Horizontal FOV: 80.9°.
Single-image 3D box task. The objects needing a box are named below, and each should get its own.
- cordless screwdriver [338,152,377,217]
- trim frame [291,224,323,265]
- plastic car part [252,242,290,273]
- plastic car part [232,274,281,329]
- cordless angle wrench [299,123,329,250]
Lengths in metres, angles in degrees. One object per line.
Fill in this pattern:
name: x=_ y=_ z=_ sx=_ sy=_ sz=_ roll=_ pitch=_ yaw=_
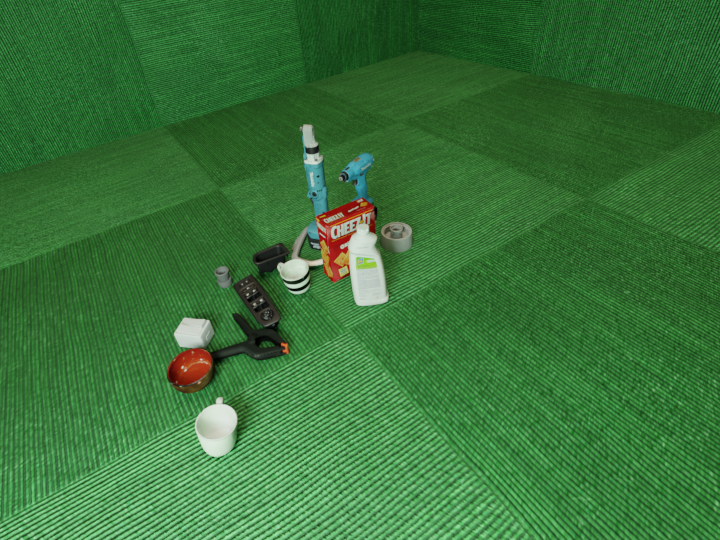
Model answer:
cordless screwdriver: x=-0.012 y=-0.257 z=1.429 sx=0.078 sy=0.240 sz=0.157 roll=22 pitch=46 yaw=29
trim frame: x=-0.139 y=-0.091 z=1.420 sx=0.188 sy=0.026 sz=0.253 roll=1 pitch=40 yaw=11
plastic car part: x=-0.284 y=-0.029 z=1.339 sx=0.114 sy=0.068 sz=0.070 roll=-26 pitch=43 yaw=-22
plastic car part: x=-0.288 y=0.098 z=1.190 sx=0.065 sy=0.064 sz=0.215 roll=-27 pitch=43 yaw=-23
cordless angle wrench: x=-0.133 y=-0.248 z=1.308 sx=0.102 sy=0.408 sz=0.074 roll=13 pitch=42 yaw=20
